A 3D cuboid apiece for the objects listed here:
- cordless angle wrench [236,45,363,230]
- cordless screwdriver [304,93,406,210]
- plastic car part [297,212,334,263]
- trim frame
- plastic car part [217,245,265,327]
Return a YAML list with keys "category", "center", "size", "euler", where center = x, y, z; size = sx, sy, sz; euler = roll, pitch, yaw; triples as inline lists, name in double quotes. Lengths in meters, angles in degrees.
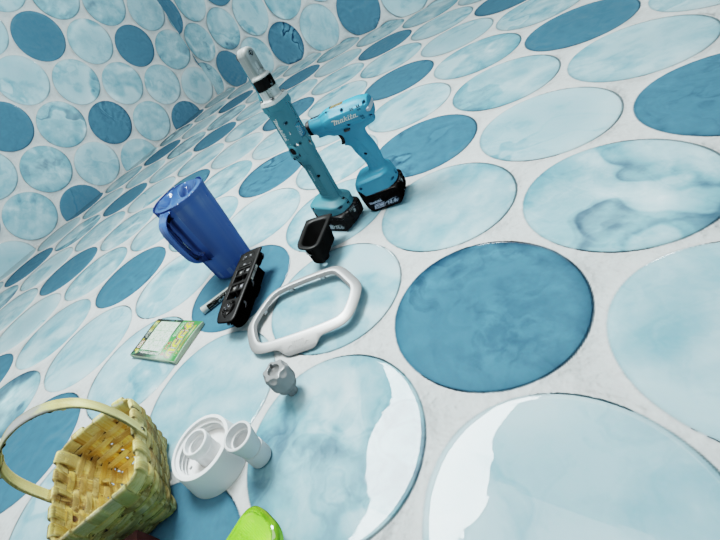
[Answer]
- category: "cordless angle wrench"
  center: [-0.125, -0.260, 0.877]
  size: [0.103, 0.403, 0.074]
  euler: [5, 48, 43]
- category: "cordless screwdriver"
  center: [-0.008, -0.243, 0.910]
  size: [0.165, 0.237, 0.075]
  euler: [-12, 38, 27]
- category: "plastic car part"
  center: [-0.088, -0.057, 0.898]
  size: [0.068, 0.067, 0.119]
  euler: [-15, 38, 24]
- category: "trim frame"
  center: [-0.109, 0.075, 0.793]
  size: [0.253, 0.026, 0.190]
  euler: [-21, 37, 16]
- category: "plastic car part"
  center: [-0.251, 0.042, 0.909]
  size: [0.068, 0.064, 0.207]
  euler: [-15, 39, 24]
